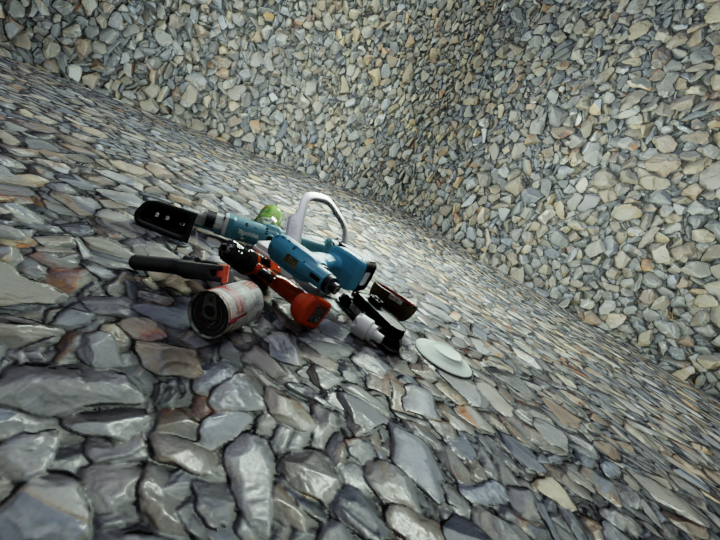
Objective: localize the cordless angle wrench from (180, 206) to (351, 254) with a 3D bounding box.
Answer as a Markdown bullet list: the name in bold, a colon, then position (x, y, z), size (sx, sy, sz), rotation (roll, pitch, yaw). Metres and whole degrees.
- **cordless angle wrench**: position (-0.220, -0.078, 1.011), size (0.409, 0.097, 0.077), rotation (17, 13, -18)

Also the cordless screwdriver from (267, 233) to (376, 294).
- **cordless screwdriver**: position (-0.049, -0.001, 0.813), size (0.168, 0.074, 0.237), rotation (34, 13, 30)

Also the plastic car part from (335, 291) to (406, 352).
- **plastic car part**: position (0.031, 0.095, 0.874), size (0.063, 0.067, 0.214), rotation (23, 15, -40)

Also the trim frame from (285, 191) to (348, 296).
- **trim frame**: position (-0.093, -0.061, 0.951), size (0.029, 0.253, 0.174), rotation (-14, -30, 41)

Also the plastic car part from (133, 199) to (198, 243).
- **plastic car part**: position (-0.403, -0.107, 0.884), size (0.115, 0.066, 0.072), rotation (20, 0, -9)
